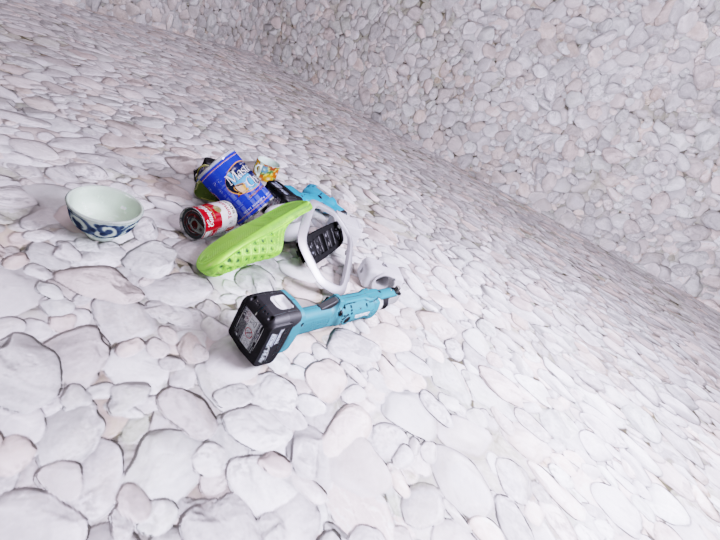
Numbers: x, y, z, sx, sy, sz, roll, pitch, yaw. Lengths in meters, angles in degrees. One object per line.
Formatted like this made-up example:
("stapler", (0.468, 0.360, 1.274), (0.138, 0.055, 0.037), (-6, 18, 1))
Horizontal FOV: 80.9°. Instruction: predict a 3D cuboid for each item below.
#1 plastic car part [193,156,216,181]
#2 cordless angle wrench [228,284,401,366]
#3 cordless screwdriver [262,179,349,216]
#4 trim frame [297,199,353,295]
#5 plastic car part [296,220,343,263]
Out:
("plastic car part", (-0.366, -0.258, 1.094), (0.112, 0.070, 0.069), (7, 34, -26))
("cordless angle wrench", (-0.043, 0.072, 0.773), (0.078, 0.097, 0.404), (42, 27, 26))
("cordless screwdriver", (-0.144, -0.175, 1.132), (0.166, 0.074, 0.240), (37, 25, 21))
("trim frame", (-0.071, -0.054, 0.928), (0.176, 0.028, 0.254), (45, 30, -28))
("plastic car part", (-0.096, -0.063, 0.984), (0.065, 0.069, 0.199), (64, 31, -8))
